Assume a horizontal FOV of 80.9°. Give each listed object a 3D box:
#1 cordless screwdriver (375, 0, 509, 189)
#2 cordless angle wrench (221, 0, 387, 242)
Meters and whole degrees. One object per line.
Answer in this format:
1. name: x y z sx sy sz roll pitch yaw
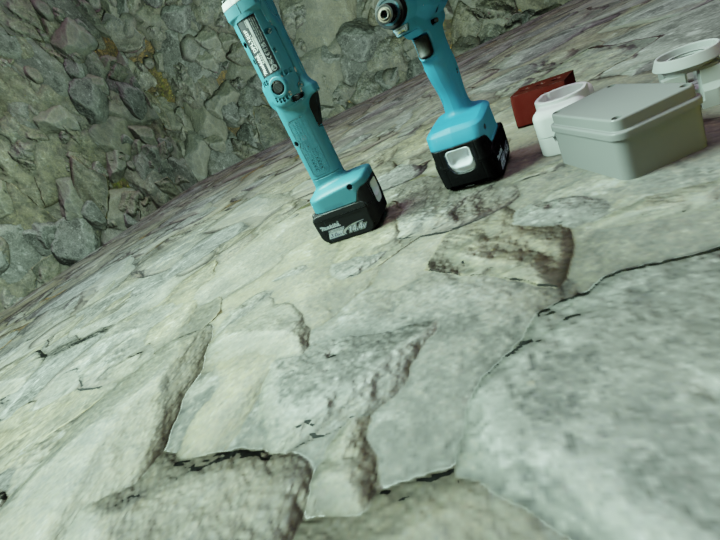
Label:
1. cordless screwdriver: 0.096 -0.214 0.500 0.077 0.241 0.158 -12 25 36
2. cordless angle wrench: -0.092 -0.236 0.536 0.101 0.410 0.074 -17 21 26
